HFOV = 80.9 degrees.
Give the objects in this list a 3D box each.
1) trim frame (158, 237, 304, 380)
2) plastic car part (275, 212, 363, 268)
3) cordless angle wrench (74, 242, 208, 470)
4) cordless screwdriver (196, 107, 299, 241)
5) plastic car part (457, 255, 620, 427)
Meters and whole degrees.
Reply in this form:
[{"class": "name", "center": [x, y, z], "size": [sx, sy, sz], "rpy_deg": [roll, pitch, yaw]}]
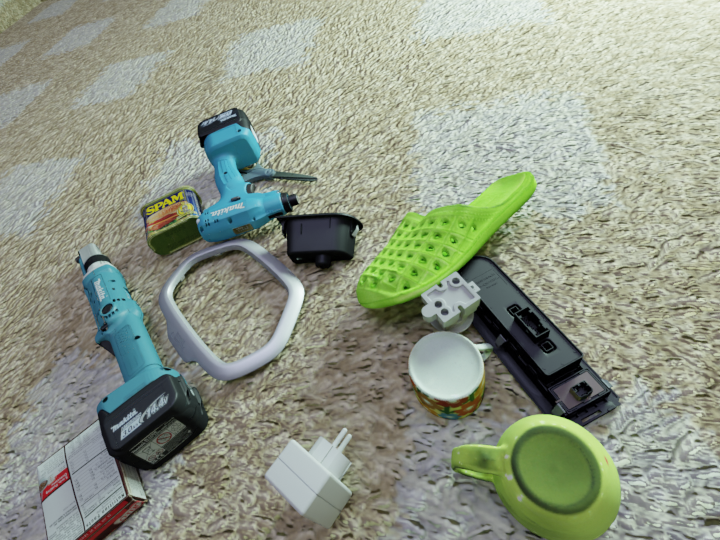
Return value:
[{"class": "trim frame", "center": [-0.186, 0.043, 0.588], "size": [0.182, 0.026, 0.262], "rpy_deg": [-43, 53, -17]}, {"class": "plastic car part", "center": [-0.058, -0.038, 0.591], "size": [0.119, 0.063, 0.072], "rpy_deg": [0, 68, 15]}, {"class": "cordless angle wrench", "center": [-0.341, 0.071, 0.594], "size": [0.097, 0.071, 0.448], "rpy_deg": [-38, 49, -14]}, {"class": "cordless screwdriver", "center": [-0.194, -0.169, 0.711], "size": [0.160, 0.071, 0.259], "rpy_deg": [-18, 57, 5]}, {"class": "plastic car part", "center": [0.160, 0.056, 0.437], "size": [0.066, 0.063, 0.214], "rpy_deg": [-33, 47, 1]}]
